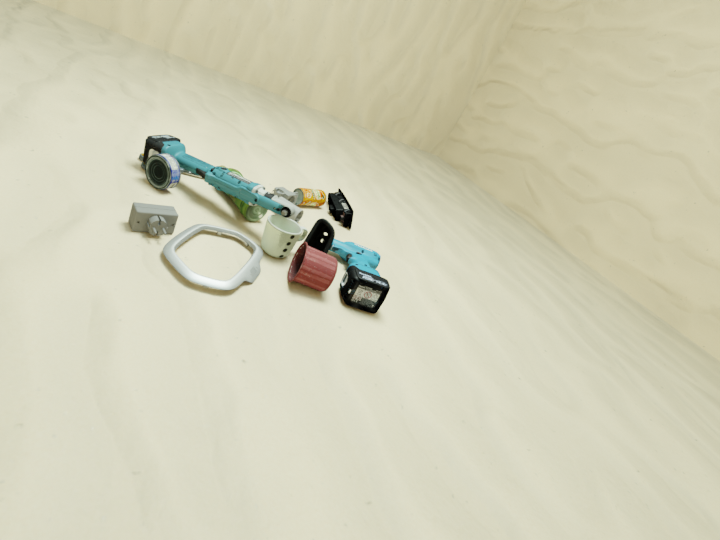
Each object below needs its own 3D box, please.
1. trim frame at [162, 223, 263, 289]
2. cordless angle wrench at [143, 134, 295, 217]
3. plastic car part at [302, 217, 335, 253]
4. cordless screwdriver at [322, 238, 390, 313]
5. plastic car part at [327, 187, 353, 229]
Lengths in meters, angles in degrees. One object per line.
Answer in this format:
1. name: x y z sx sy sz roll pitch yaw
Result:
1. trim frame: -0.293 -0.032 0.869 0.184 0.027 0.251 24 23 -3
2. cordless angle wrench: -0.344 -0.225 1.038 0.436 0.073 0.096 26 26 15
3. plastic car part: -0.100 -0.066 1.028 0.067 0.116 0.070 29 1 3
4. cordless screwdriver: -0.019 -0.006 1.021 0.156 0.074 0.255 21 22 -12
5. plastic car part: -0.071 -0.206 1.378 0.066 0.064 0.211 -6 33 -8
